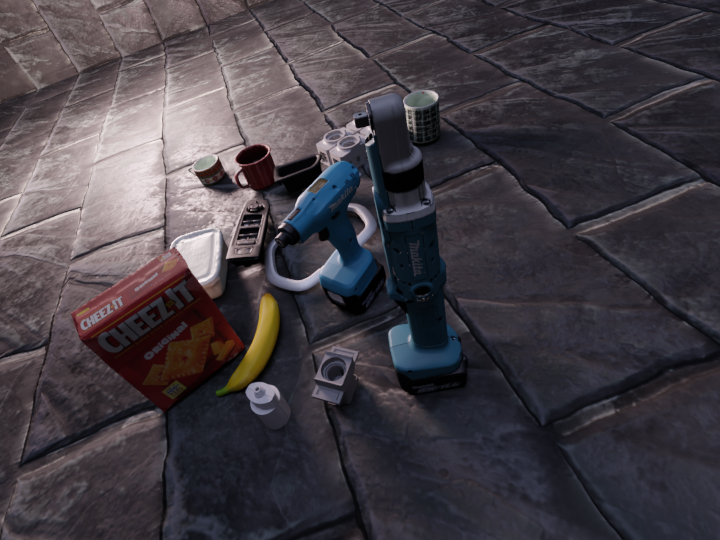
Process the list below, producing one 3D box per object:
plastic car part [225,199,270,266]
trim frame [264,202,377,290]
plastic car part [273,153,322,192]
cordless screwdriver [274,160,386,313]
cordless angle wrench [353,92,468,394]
[{"bbox_3d":[-0.221,-0.076,0.879,0.067,0.064,0.210,-11,46,8],"label":"plastic car part"},{"bbox_3d":[-0.082,-0.053,0.836,0.246,0.026,0.195,-41,49,-20],"label":"trim frame"},{"bbox_3d":[-0.136,-0.217,0.978,0.117,0.068,0.069,-15,45,4],"label":"plastic car part"},{"bbox_3d":[-0.042,-0.025,0.646,0.078,0.237,0.158,21,56,31],"label":"cordless screwdriver"},{"bbox_3d":[0.060,0.004,0.466,0.099,0.404,0.077,-11,45,5],"label":"cordless angle wrench"}]
